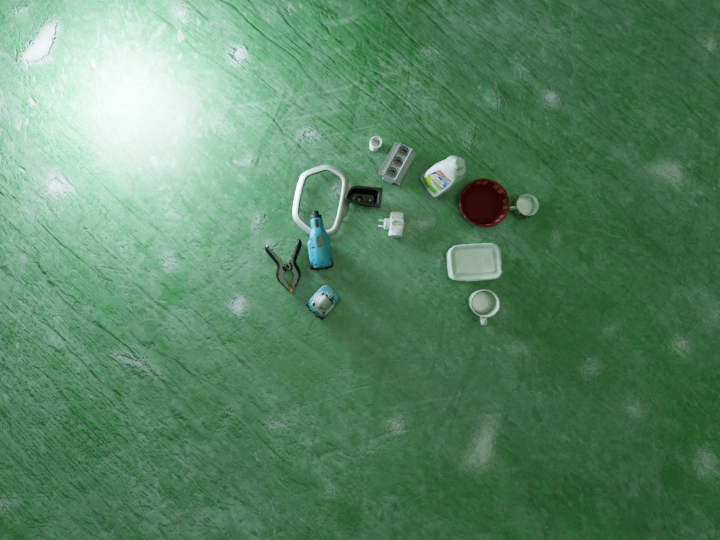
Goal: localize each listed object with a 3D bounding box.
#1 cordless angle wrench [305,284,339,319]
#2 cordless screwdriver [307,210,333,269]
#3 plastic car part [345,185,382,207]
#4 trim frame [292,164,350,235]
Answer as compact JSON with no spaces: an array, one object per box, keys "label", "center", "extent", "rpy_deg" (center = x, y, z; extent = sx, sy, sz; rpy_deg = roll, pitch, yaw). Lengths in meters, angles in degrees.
[{"label":"cordless angle wrench","center":[-0.102,0.088,1.160],"extent":[0.074,0.422,0.098],"rpy_deg":[42,83,-1]},{"label":"cordless screwdriver","center":[-0.124,-0.081,1.270],"extent":[0.074,0.248,0.160],"rpy_deg":[-8,86,-6]},{"label":"plastic car part","center":[0.007,-0.237,1.379],"extent":[0.117,0.070,0.066],"rpy_deg":[7,84,-1]},{"label":"trim frame","center":[-0.127,-0.230,1.400],"extent":[0.185,0.027,0.250],"rpy_deg":[10,83,1]}]
